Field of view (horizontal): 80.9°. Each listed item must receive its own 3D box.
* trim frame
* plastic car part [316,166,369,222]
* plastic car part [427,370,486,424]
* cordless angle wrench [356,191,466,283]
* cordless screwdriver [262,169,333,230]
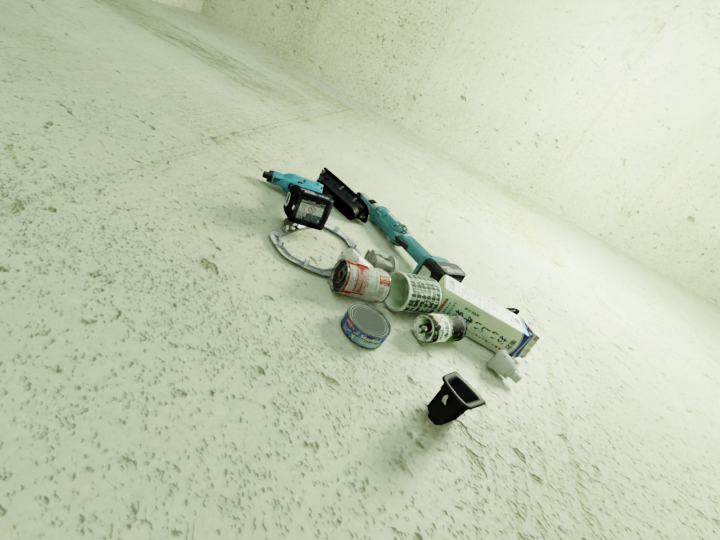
[{"bbox_3d":[-0.091,-0.060,0.933,0.191,0.027,0.240,38,31,20],"label":"trim frame"},{"bbox_3d":[-0.057,-0.204,1.167,0.212,0.066,0.065,42,40,23],"label":"plastic car part"},{"bbox_3d":[0.135,0.203,0.646,0.069,0.071,0.111,45,15,27],"label":"plastic car part"},{"bbox_3d":[0.101,-0.095,1.122,0.093,0.074,0.446,6,33,-38],"label":"cordless angle wrench"},{"bbox_3d":[-0.156,-0.184,1.008,0.154,0.074,0.258,16,19,-18],"label":"cordless screwdriver"}]
